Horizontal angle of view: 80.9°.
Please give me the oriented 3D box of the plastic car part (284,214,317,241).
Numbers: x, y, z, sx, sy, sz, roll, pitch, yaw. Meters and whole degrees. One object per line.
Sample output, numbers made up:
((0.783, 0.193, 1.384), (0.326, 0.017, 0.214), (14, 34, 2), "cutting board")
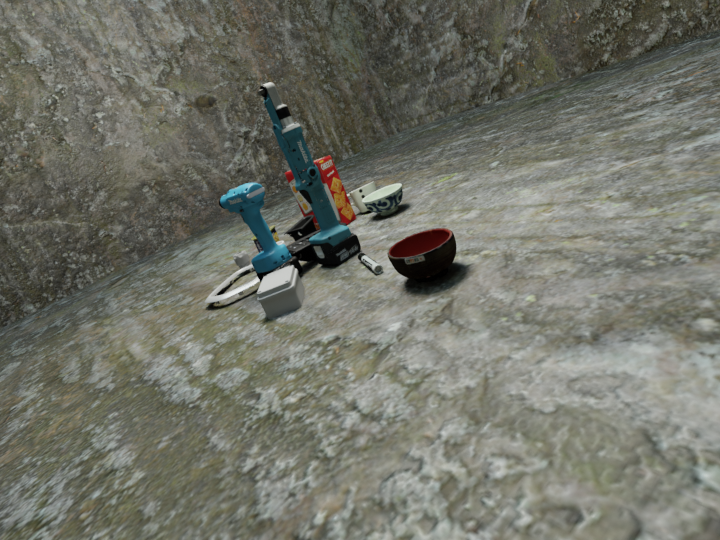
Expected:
((-0.163, -0.114, 1.259), (0.068, 0.069, 0.115), (-13, 20, 31), "plastic car part")

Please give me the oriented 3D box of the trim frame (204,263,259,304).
((-0.312, 0.026, 1.122), (0.188, 0.027, 0.250), (-18, 20, 17), "trim frame")

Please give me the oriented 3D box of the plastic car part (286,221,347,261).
((-0.105, -0.069, 1.078), (0.069, 0.065, 0.199), (-3, 27, 48), "plastic car part")

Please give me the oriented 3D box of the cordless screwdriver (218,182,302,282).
((-0.245, -0.079, 0.995), (0.166, 0.243, 0.073), (-5, 22, 47), "cordless screwdriver")

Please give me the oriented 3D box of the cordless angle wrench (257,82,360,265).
((-0.122, -0.214, 0.951), (0.096, 0.413, 0.078), (-31, 17, -31), "cordless angle wrench")
